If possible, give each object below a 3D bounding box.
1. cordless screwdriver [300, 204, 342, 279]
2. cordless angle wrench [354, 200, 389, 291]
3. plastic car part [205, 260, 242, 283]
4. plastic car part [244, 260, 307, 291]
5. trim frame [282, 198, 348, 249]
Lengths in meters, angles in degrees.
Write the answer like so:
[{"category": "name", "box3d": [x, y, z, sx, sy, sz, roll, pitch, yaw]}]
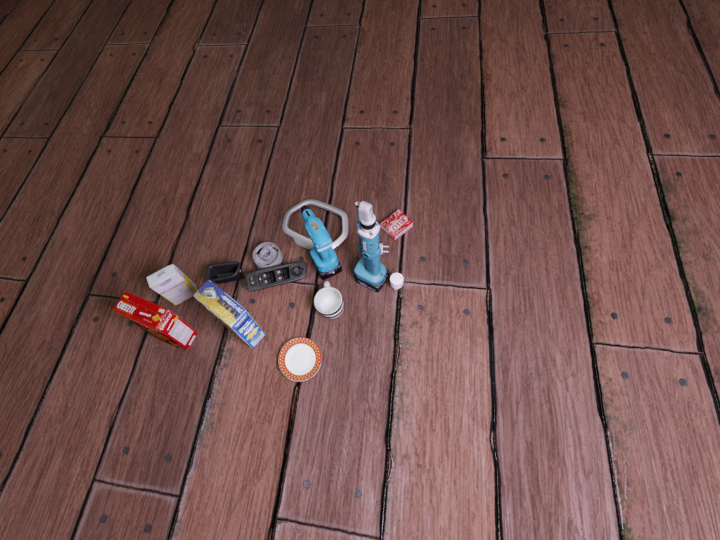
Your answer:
[{"category": "cordless screwdriver", "box3d": [-0.128, -0.083, 1.305, 0.074, 0.240, 0.166, -25, 64, -8]}, {"category": "cordless angle wrench", "box3d": [0.025, -0.063, 1.174, 0.101, 0.408, 0.074, 27, 68, 16]}, {"category": "plastic car part", "box3d": [-0.445, 0.014, 1.401, 0.117, 0.068, 0.068, -8, 62, 4]}, {"category": "plastic car part", "box3d": [-0.267, 0.024, 1.370, 0.203, 0.064, 0.069, -15, 62, 0]}, {"category": "trim frame", "box3d": [-0.157, -0.159, 1.472, 0.258, 0.026, 0.184, 23, 68, 19]}]
